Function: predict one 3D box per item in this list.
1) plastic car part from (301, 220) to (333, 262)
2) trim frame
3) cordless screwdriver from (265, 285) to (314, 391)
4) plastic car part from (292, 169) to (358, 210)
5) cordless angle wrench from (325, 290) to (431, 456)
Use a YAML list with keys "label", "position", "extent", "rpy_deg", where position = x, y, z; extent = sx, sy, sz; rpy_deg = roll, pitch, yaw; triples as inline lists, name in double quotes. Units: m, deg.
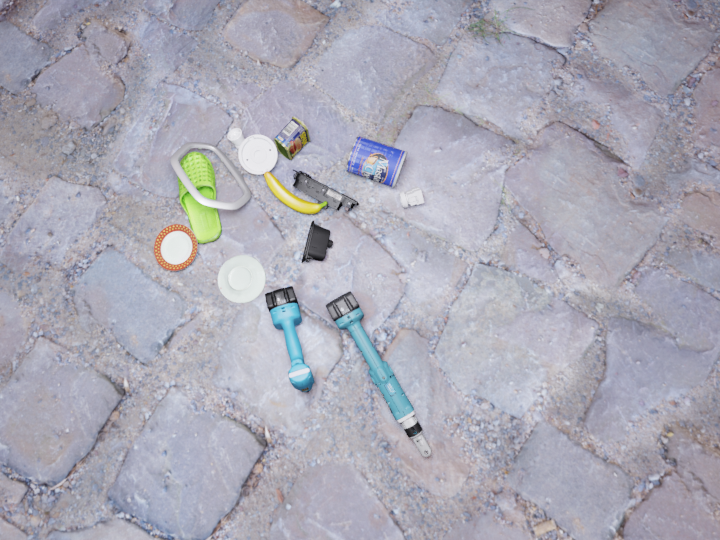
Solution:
- label: "plastic car part"
  position: [-0.111, -0.072, 1.132]
  extent: [0.070, 0.067, 0.117]
  rpy_deg: [18, 75, -11]
- label: "trim frame"
  position: [-0.405, -0.260, 1.154]
  extent: [0.179, 0.027, 0.255]
  rpy_deg: [-28, 71, -41]
- label: "cordless screwdriver"
  position: [-0.167, 0.174, 1.046]
  extent: [0.074, 0.154, 0.258]
  rpy_deg: [-16, 62, -7]
- label: "plastic car part"
  position: [-0.105, -0.214, 1.165]
  extent: [0.206, 0.065, 0.067]
  rpy_deg: [33, 106, 8]
- label: "cordless angle wrench"
  position: [0.051, 0.252, 1.027]
  extent: [0.074, 0.096, 0.430]
  rpy_deg: [-30, 80, -3]
